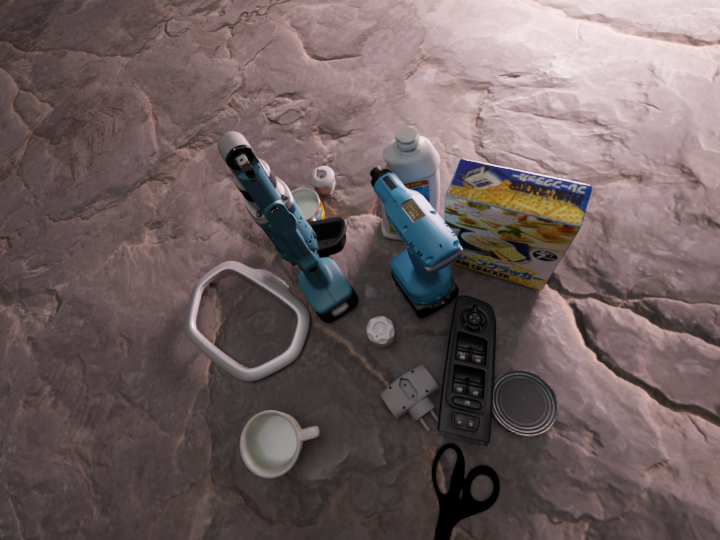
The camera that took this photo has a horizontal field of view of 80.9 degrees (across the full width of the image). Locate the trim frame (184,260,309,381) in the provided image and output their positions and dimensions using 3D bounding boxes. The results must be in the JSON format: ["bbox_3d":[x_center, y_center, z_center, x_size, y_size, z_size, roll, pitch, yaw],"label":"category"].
[{"bbox_3d":[-0.205,0.082,0.750,0.260,0.026,0.184,27,75,24],"label":"trim frame"}]

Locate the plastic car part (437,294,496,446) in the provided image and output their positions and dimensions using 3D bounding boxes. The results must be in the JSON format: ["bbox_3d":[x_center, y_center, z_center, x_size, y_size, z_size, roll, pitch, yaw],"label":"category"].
[{"bbox_3d":[0.156,0.137,0.607,0.068,0.064,0.206,6,67,15],"label":"plastic car part"}]

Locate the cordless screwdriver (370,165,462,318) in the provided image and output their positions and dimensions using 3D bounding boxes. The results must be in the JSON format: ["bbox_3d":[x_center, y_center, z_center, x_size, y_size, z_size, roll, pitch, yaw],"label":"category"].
[{"bbox_3d":[0.075,-0.034,0.610,0.074,0.238,0.166,-30,64,-3],"label":"cordless screwdriver"}]

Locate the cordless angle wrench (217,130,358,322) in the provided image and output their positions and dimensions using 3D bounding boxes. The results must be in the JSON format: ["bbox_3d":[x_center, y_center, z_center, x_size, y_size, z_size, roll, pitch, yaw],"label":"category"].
[{"bbox_3d":[-0.085,-0.037,0.559,0.074,0.406,0.102,-33,65,-5],"label":"cordless angle wrench"}]

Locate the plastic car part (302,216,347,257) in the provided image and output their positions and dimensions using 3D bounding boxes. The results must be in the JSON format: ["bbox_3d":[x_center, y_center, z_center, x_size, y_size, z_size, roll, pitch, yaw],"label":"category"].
[{"bbox_3d":[-0.074,-0.048,0.753,0.118,0.068,0.068,-10,64,9],"label":"plastic car part"}]
